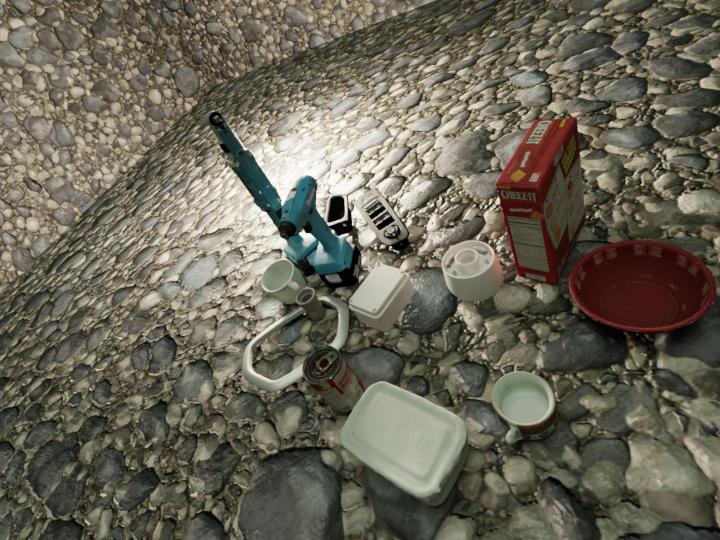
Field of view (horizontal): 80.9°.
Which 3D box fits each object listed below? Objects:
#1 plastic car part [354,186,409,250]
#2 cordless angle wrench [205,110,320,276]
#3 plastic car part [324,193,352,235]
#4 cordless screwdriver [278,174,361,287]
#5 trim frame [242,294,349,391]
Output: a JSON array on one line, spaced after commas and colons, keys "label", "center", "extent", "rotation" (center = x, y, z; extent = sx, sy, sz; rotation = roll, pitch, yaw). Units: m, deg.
[{"label": "plastic car part", "center": [0.053, -0.108, 0.958], "extent": [0.066, 0.064, 0.213], "rotation": [-30, 39, 1]}, {"label": "cordless angle wrench", "center": [-0.201, -0.156, 0.908], "extent": [0.074, 0.402, 0.104], "rotation": [-42, 39, -15]}, {"label": "plastic car part", "center": [-0.046, -0.132, 1.045], "extent": [0.067, 0.067, 0.120], "rotation": [-16, 41, 18]}, {"label": "cordless screwdriver", "center": [-0.084, -0.055, 0.855], "extent": [0.077, 0.236, 0.162], "rotation": [-10, 42, 25]}, {"label": "trim frame", "center": [-0.129, 0.141, 0.849], "extent": [0.248, 0.026, 0.194], "rotation": [-36, 39, -5]}]
